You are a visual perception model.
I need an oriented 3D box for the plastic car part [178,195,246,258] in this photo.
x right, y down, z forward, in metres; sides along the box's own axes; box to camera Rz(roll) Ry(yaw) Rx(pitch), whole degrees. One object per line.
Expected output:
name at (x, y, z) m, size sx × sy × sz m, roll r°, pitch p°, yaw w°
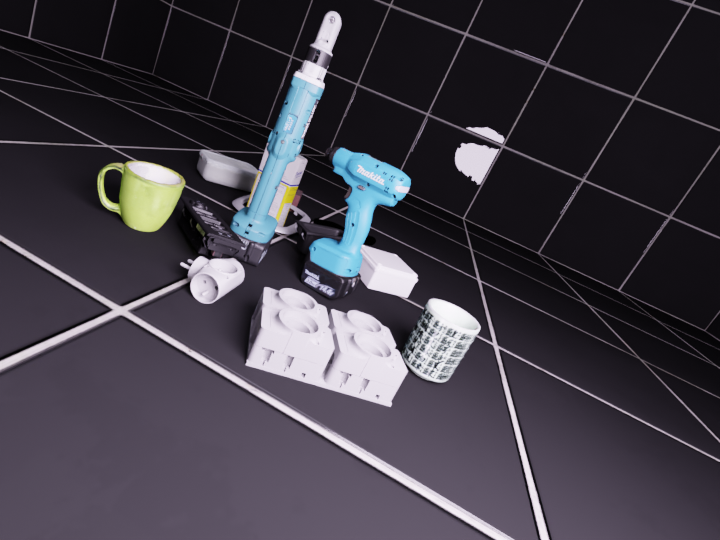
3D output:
plastic car part at (-0.260, -0.069, 0.709) m, size 0.063 × 0.067 × 0.215 m, roll 10°, pitch 22°, yaw -39°

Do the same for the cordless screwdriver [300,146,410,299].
cordless screwdriver at (-0.034, -0.085, 0.743) m, size 0.166 × 0.247 × 0.071 m, roll 33°, pitch 18°, yaw 23°

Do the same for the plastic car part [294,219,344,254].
plastic car part at (-0.087, -0.057, 0.885) m, size 0.111 × 0.070 × 0.070 m, roll 12°, pitch 22°, yaw -35°

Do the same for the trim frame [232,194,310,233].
trim frame at (-0.210, -0.138, 1.032) m, size 0.186 × 0.027 × 0.248 m, roll 25°, pitch 18°, yaw 2°

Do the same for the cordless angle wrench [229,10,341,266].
cordless angle wrench at (-0.125, -0.211, 0.704) m, size 0.074 × 0.421 × 0.099 m, roll 24°, pitch 17°, yaw -5°
